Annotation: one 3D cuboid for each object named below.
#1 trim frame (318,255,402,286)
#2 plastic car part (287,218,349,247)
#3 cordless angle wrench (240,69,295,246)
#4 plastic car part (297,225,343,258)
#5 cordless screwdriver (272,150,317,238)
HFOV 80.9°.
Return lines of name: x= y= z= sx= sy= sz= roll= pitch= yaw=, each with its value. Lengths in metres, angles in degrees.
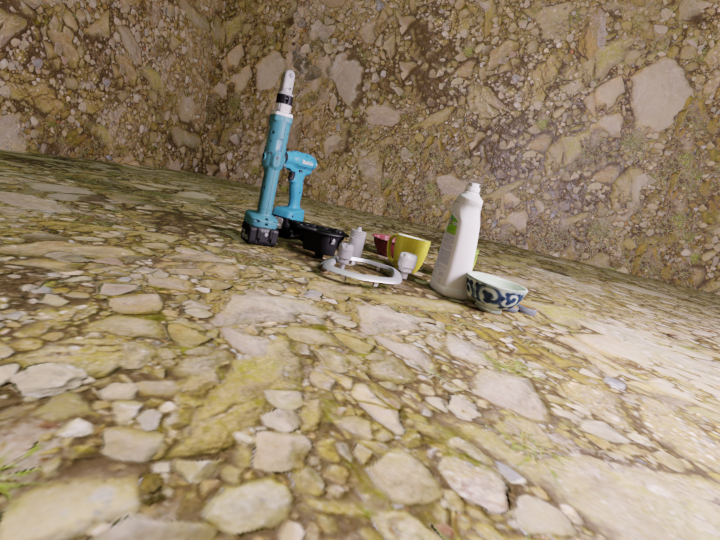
trim frame: x=0.000 y=-0.002 z=0.939 sx=0.186 sy=0.027 sz=0.248 roll=13 pitch=12 yaw=4
plastic car part: x=-0.113 y=-0.096 z=1.175 sx=0.193 sy=0.066 sz=0.070 roll=1 pitch=16 yaw=-44
cordless angle wrench: x=-0.214 y=-0.272 z=1.035 sx=0.071 sy=0.420 sz=0.103 roll=8 pitch=11 yaw=-30
plastic car part: x=-0.101 y=-0.066 z=1.036 sx=0.063 sy=0.070 sz=0.123 roll=3 pitch=15 yaw=-44
cordless screwdriver: x=-0.206 y=-0.218 z=1.212 sx=0.078 sy=0.247 sz=0.153 roll=18 pitch=11 yaw=26
